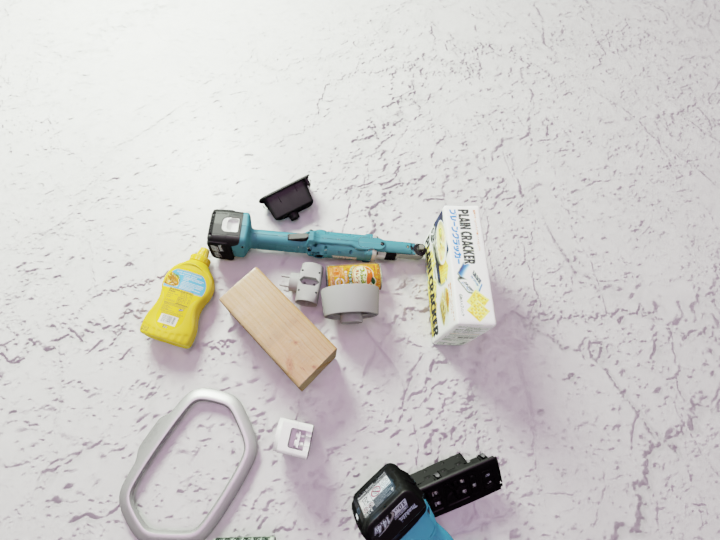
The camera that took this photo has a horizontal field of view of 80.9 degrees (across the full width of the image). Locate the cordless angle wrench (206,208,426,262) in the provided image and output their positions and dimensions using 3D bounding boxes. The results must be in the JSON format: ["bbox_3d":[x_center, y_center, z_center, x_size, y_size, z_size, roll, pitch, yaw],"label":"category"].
[{"bbox_3d":[-0.082,-0.054,0.837,0.421,0.096,0.076,5,68,-2],"label":"cordless angle wrench"}]

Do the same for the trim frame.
[{"bbox_3d":[-0.282,0.320,0.700,0.188,0.027,0.248,28,71,11],"label":"trim frame"}]

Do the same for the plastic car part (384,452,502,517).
[{"bbox_3d":[0.117,0.340,0.667,0.200,0.064,0.070,-22,27,-11],"label":"plastic car part"}]

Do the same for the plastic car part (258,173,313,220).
[{"bbox_3d":[-0.146,-0.142,0.890,0.115,0.066,0.072,-31,86,-10],"label":"plastic car part"}]

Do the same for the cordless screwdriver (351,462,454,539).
[{"bbox_3d":[0.087,0.412,0.598,0.159,0.076,0.245,-45,98,-7],"label":"cordless screwdriver"}]
